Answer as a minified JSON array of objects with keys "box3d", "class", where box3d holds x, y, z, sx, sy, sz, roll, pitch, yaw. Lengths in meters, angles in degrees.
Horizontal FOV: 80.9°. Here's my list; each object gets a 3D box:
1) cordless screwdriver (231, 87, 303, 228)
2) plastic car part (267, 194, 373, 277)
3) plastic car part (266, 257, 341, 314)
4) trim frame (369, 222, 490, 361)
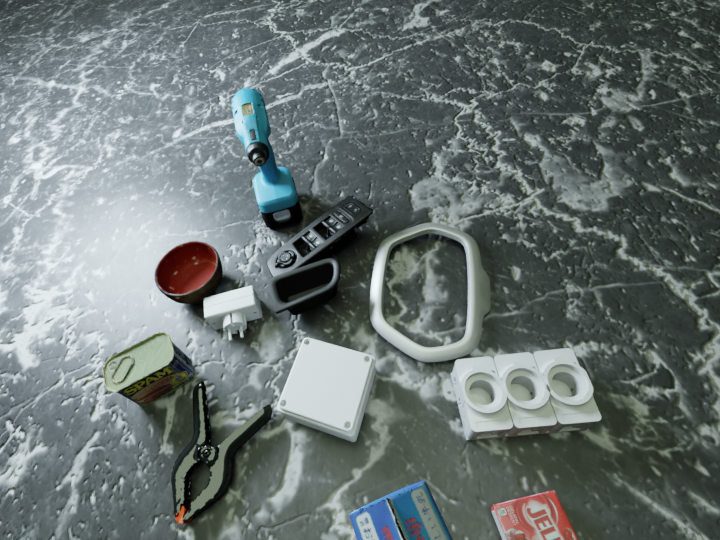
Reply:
[{"box3d":[-0.155,-0.162,0.717,0.074,0.239,0.166,-15,55,-5],"class":"cordless screwdriver"},{"box3d":[-0.071,-0.047,0.729,0.201,0.064,0.070,-36,59,-15],"class":"plastic car part"},{"box3d":[-0.081,0.034,0.672,0.116,0.068,0.069,-20,56,-5],"class":"plastic car part"},{"box3d":[0.110,0.025,0.670,0.188,0.026,0.253,2,56,11],"class":"trim frame"}]
